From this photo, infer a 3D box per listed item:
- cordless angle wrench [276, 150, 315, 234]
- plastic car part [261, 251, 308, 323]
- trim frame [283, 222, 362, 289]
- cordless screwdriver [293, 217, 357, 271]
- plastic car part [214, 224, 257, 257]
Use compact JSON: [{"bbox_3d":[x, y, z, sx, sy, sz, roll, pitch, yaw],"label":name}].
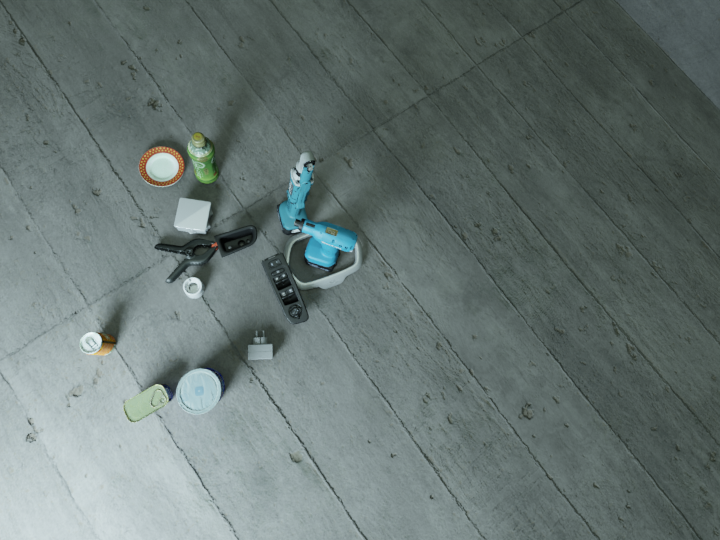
[{"bbox_3d":[-0.159,-0.196,1.075,0.073,0.424,0.099,-14,81,-16],"label":"cordless angle wrench"},{"bbox_3d":[-0.210,0.056,1.183,0.065,0.067,0.206,-23,80,-16],"label":"plastic car part"},{"bbox_3d":[-0.112,-0.040,1.246,0.244,0.027,0.187,-21,79,-14],"label":"trim frame"},{"bbox_3d":[-0.111,-0.073,1.139,0.158,0.249,0.075,20,74,-7],"label":"cordless screwdriver"},{"bbox_3d":[-0.346,-0.080,1.198,0.115,0.071,0.067,-21,81,-15],"label":"plastic car part"}]
